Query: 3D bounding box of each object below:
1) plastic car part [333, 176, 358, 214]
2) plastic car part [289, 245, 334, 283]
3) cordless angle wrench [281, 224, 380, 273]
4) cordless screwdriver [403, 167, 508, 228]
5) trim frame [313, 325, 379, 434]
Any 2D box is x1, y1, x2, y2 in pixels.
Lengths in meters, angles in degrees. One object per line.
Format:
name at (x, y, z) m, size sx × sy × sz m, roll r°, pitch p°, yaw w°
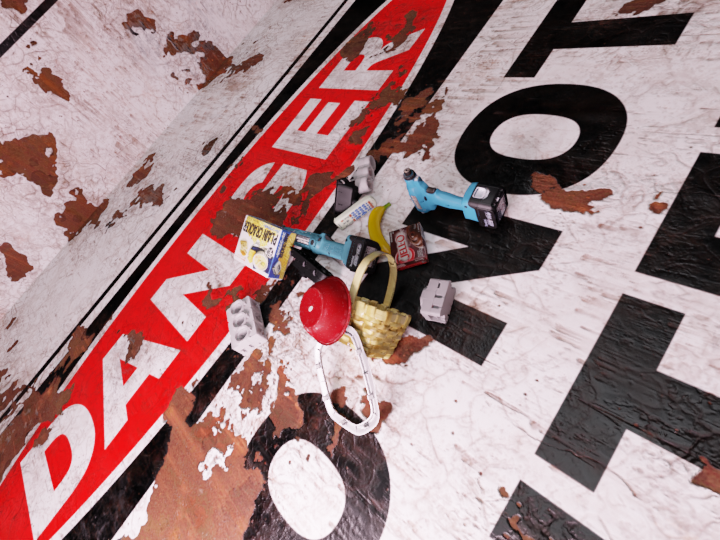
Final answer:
plastic car part at (-0.039, -0.225, 1.317) m, size 0.074 × 0.114 × 0.064 m, roll 19°, pitch 27°, yaw 28°
plastic car part at (-0.149, -0.006, 1.252) m, size 0.215 × 0.062 × 0.067 m, roll 31°, pitch 89°, yaw 44°
cordless angle wrench at (-0.125, -0.082, 1.278) m, size 0.447 × 0.070 × 0.098 m, roll 18°, pitch 93°, yaw 45°
cordless screwdriver at (0.227, -0.190, 1.058) m, size 0.263 × 0.150 × 0.074 m, roll 18°, pitch 70°, yaw 39°
trim frame at (-0.036, 0.240, 0.949) m, size 0.190 × 0.026 × 0.253 m, roll -25°, pitch 72°, yaw 41°
